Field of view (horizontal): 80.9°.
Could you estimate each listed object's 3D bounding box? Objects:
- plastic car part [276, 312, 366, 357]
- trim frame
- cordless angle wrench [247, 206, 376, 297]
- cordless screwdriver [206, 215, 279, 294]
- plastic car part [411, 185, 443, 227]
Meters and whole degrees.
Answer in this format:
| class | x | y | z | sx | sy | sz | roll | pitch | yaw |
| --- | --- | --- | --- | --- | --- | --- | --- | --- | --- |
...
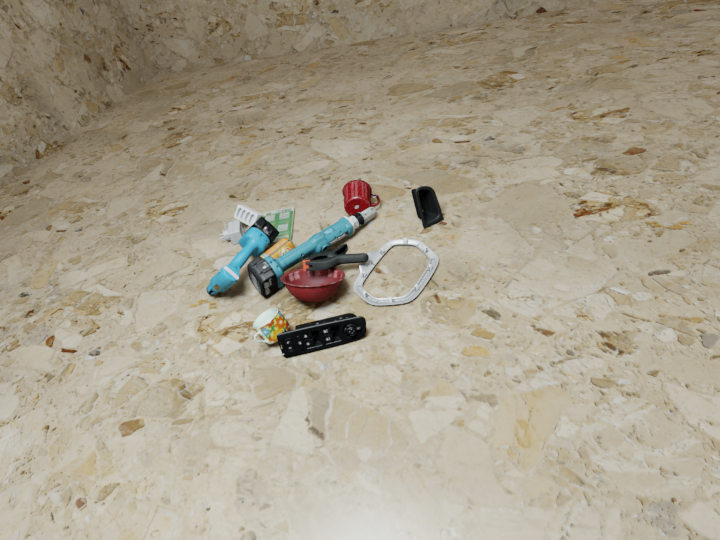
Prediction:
| class | x | y | z | sx | sy | sz | roll | pitch | yaw |
| --- | --- | --- | --- | --- | --- | --- | --- | --- | --- |
| plastic car part | -0.085 | 0.142 | 0.967 | 0.205 | 0.065 | 0.068 | -12 | 16 | 7 |
| trim frame | 0.088 | -0.003 | 1.084 | 0.194 | 0.026 | 0.247 | 17 | 54 | 33 |
| cordless angle wrench | -0.116 | -0.076 | 1.184 | 0.415 | 0.095 | 0.078 | -34 | 62 | -23 |
| cordless screwdriver | -0.341 | -0.035 | 1.199 | 0.163 | 0.072 | 0.249 | -30 | 24 | 46 |
| plastic car part | 0.179 | -0.190 | 1.202 | 0.065 | 0.113 | 0.073 | -24 | 18 | -11 |
